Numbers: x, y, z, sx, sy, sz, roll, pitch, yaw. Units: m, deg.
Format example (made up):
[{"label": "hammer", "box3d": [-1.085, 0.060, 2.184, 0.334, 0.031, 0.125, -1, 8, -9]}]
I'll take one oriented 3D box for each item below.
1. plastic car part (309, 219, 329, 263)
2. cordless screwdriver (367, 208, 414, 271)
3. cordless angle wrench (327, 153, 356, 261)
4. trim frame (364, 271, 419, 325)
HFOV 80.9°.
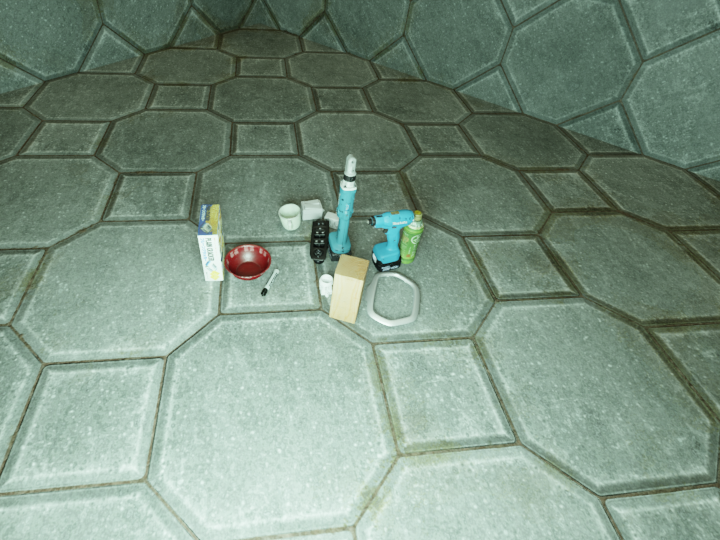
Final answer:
[{"label": "plastic car part", "box3d": [-0.153, -0.100, 1.568, 0.066, 0.065, 0.209, 4, 45, -4]}, {"label": "cordless screwdriver", "box3d": [0.084, -0.103, 1.468, 0.156, 0.242, 0.078, -8, 48, -17]}, {"label": "cordless angle wrench", "box3d": [-0.054, -0.205, 1.437, 0.073, 0.412, 0.102, -4, 47, -15]}, {"label": "trim frame", "box3d": [0.107, 0.092, 1.428, 0.186, 0.027, 0.253, 10, 45, 4]}]
